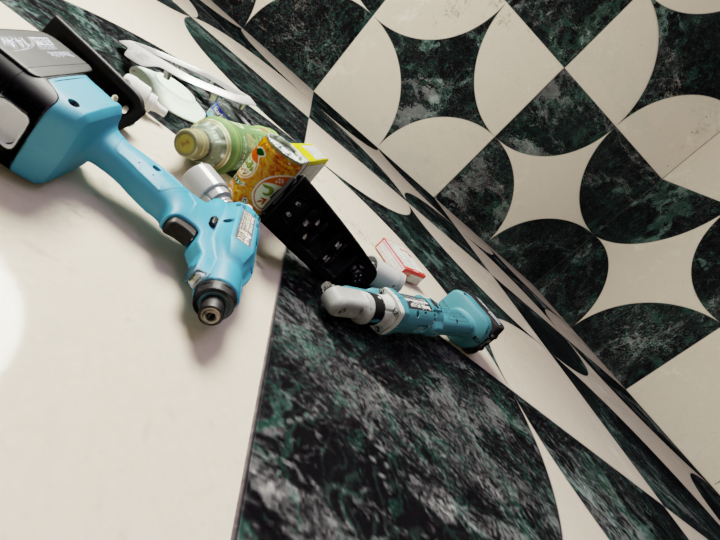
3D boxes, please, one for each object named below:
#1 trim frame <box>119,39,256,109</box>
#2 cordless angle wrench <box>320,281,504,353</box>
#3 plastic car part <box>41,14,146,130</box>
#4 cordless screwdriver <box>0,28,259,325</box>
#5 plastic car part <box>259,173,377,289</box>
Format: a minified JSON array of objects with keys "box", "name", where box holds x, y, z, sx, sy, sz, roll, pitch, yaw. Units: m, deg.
[{"box":[-0.274,-0.310,0.671,0.260,0.027,0.176,37,21,26],"name":"trim frame"},{"box":[0.088,0.065,0.611,0.400,0.075,0.103,14,34,-51],"name":"cordless angle wrench"},{"box":[-0.280,-0.193,0.449,0.113,0.066,0.073,42,4,-16],"name":"plastic car part"},{"box":[-0.184,-0.066,0.330,0.239,0.075,0.165,39,18,-24],"name":"cordless screwdriver"},{"box":[-0.050,-0.033,0.512,0.071,0.066,0.192,26,-16,48],"name":"plastic car part"}]
